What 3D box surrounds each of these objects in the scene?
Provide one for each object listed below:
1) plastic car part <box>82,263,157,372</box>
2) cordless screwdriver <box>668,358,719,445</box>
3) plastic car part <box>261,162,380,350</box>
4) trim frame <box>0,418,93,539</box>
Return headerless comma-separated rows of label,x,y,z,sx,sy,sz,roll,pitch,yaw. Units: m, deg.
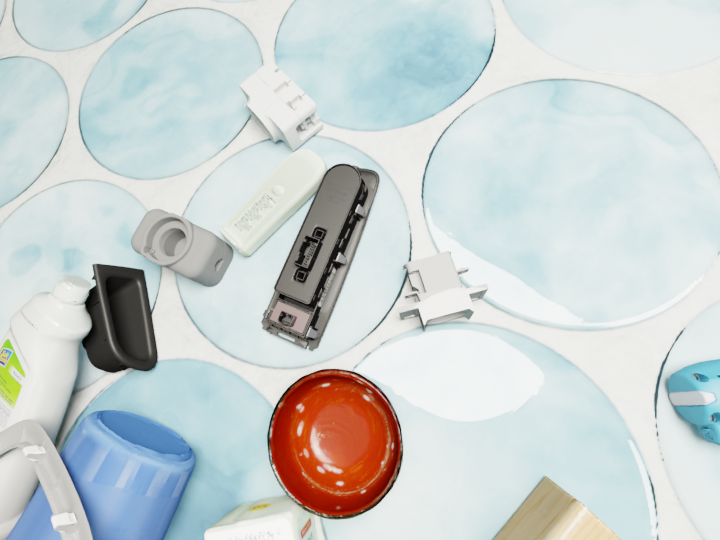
plastic car part,-0.271,0.060,0.457,0.072,0.063,0.119,-23,74,19
cordless screwdriver,0.346,0.179,0.279,0.161,0.071,0.255,-12,68,7
plastic car part,-0.042,-0.028,0.432,0.069,0.064,0.204,18,75,21
trim frame,-0.273,0.225,0.301,0.262,0.026,0.184,27,78,35
